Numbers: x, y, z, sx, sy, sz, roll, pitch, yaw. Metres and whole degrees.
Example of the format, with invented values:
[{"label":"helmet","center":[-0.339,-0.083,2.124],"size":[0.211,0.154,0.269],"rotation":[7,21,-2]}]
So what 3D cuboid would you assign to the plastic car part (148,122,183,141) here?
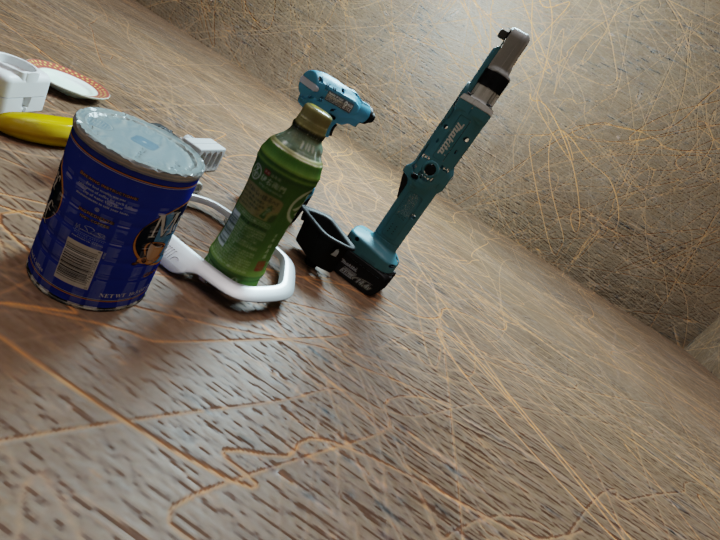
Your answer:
[{"label":"plastic car part","center":[-0.308,-0.171,0.602],"size":[0.065,0.067,0.207],"rotation":[28,21,-14]}]

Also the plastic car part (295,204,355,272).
[{"label":"plastic car part","center":[-0.063,-0.041,0.649],"size":[0.062,0.071,0.123],"rotation":[18,25,-36]}]

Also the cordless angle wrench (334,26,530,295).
[{"label":"cordless angle wrench","center":[0.104,-0.150,0.632],"size":[0.100,0.423,0.073],"rotation":[38,21,9]}]

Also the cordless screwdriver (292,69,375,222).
[{"label":"cordless screwdriver","center":[-0.083,-0.201,0.729],"size":[0.151,0.249,0.078],"rotation":[9,32,-48]}]

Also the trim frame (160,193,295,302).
[{"label":"trim frame","center":[-0.186,-0.038,0.530],"size":[0.255,0.027,0.180],"rotation":[37,21,12]}]
